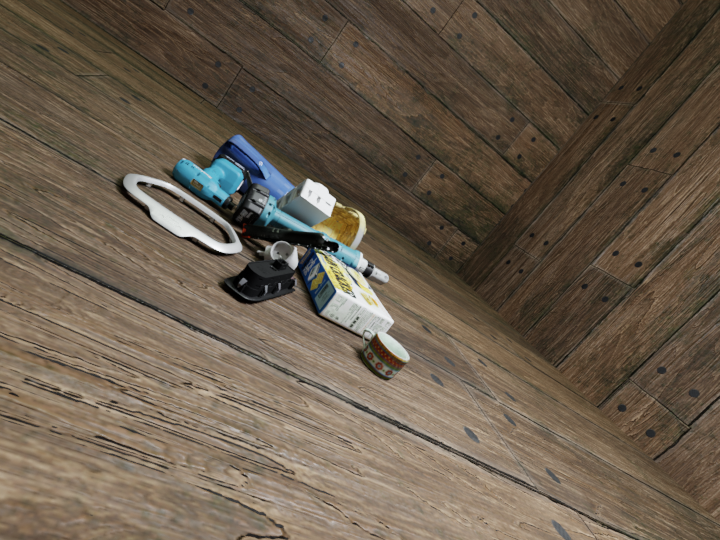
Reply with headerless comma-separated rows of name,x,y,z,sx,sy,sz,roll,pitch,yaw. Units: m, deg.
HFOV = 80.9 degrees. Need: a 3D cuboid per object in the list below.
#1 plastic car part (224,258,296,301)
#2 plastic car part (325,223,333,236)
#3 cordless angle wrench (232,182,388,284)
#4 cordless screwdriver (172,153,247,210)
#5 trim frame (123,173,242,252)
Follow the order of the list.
plastic car part,-0.161,0.012,0.740,0.067,0.067,0.198,46,16,7
plastic car part,-0.152,-0.142,1.361,0.112,0.066,0.074,35,-2,-25
cordless angle wrench,-0.100,-0.066,1.025,0.408,0.100,0.075,29,58,-20
cordless screwdriver,-0.349,-0.221,1.064,0.158,0.074,0.250,36,16,-6
trim frame,-0.328,-0.106,0.793,0.244,0.027,0.187,36,11,-10
